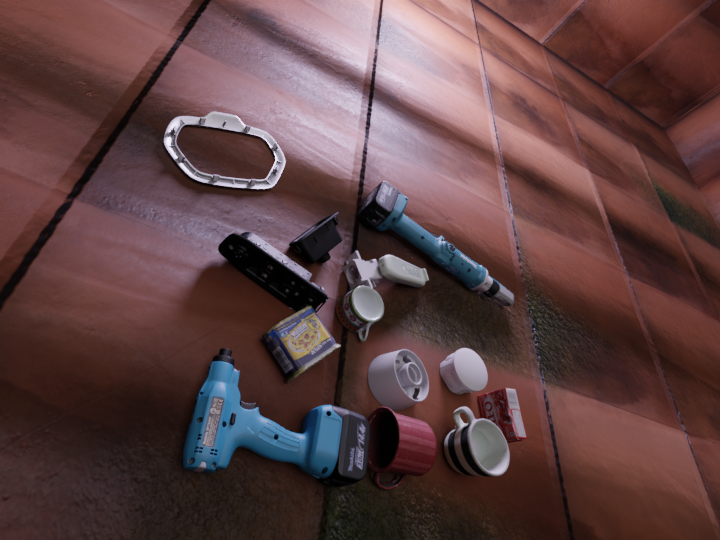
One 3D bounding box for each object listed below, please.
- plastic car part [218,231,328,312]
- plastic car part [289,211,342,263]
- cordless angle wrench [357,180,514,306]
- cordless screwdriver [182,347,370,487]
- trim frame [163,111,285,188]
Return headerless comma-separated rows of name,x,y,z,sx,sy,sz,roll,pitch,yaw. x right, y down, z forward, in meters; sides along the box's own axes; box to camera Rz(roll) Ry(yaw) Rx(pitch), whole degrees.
plastic car part,-0.147,-0.005,0.733,0.200,0.067,0.068,33,39,-8
plastic car part,-0.080,-0.052,0.813,0.070,0.068,0.115,54,50,-12
cordless angle wrench,0.188,-0.040,0.958,0.415,0.075,0.098,35,48,-10
cordless screwdriver,-0.112,0.211,0.602,0.241,0.074,0.163,17,53,-17
trim frame,-0.264,-0.243,0.848,0.238,0.028,0.191,0,59,-29
